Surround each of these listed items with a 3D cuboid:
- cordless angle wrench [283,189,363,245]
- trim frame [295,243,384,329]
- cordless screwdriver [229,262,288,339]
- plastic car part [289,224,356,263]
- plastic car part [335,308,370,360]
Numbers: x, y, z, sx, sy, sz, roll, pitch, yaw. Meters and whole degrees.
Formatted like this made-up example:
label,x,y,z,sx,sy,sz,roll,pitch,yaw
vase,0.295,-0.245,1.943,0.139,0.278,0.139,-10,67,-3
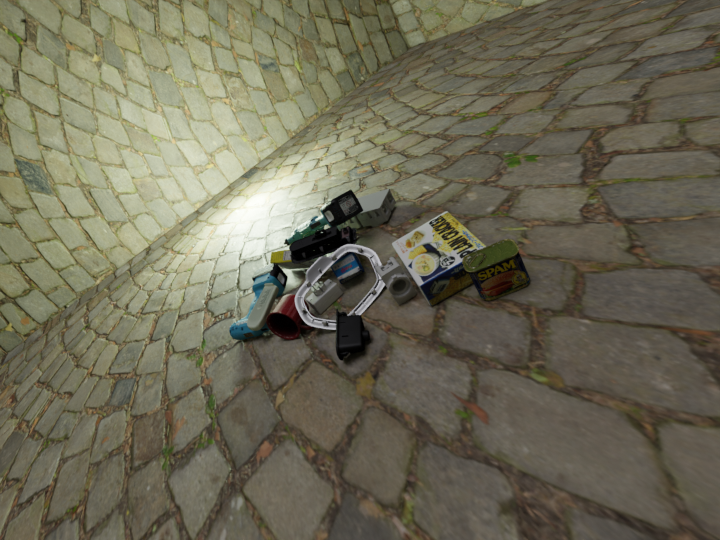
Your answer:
label,x,y,z,sx,sy,sz,roll,pitch,yaw
cordless angle wrench,-0.147,-0.146,1.364,0.096,0.074,0.435,-33,8,-33
trim frame,-0.051,0.036,1.043,0.194,0.026,0.247,36,76,31
cordless screwdriver,-0.273,0.087,1.230,0.164,0.071,0.253,-17,37,27
plastic car part,-0.113,-0.074,1.157,0.207,0.063,0.069,-22,48,20
plastic car part,-0.016,0.140,0.912,0.072,0.063,0.120,-14,35,6
